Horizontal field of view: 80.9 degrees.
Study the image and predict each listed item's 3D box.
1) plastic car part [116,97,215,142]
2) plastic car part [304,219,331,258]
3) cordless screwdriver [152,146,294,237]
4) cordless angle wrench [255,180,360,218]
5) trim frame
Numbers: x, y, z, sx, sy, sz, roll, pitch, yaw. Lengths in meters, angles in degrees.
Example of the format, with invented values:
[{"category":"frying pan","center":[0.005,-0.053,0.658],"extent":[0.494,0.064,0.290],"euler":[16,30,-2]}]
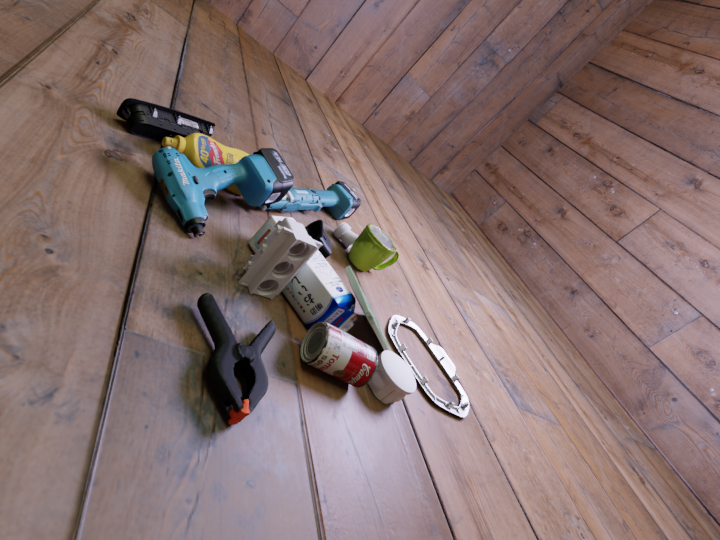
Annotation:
[{"category":"plastic car part","center":[-0.375,-0.276,0.825],"extent":[0.193,0.068,0.068],"euler":[5,71,-59]},{"category":"plastic car part","center":[-0.090,-0.059,0.922],"extent":[0.069,0.067,0.119],"euler":[53,15,-21]},{"category":"cordless screwdriver","center":[-0.229,-0.144,0.755],"extent":[0.239,0.075,0.163],"euler":[-16,71,-47]},{"category":"cordless angle wrench","center":[-0.131,-0.174,1.041],"extent":[0.100,0.075,0.409],"euler":[49,25,12]},{"category":"trim frame","center":[0.146,0.194,0.899],"extent":[0.174,0.028,0.260],"euler":[13,35,-53]}]
